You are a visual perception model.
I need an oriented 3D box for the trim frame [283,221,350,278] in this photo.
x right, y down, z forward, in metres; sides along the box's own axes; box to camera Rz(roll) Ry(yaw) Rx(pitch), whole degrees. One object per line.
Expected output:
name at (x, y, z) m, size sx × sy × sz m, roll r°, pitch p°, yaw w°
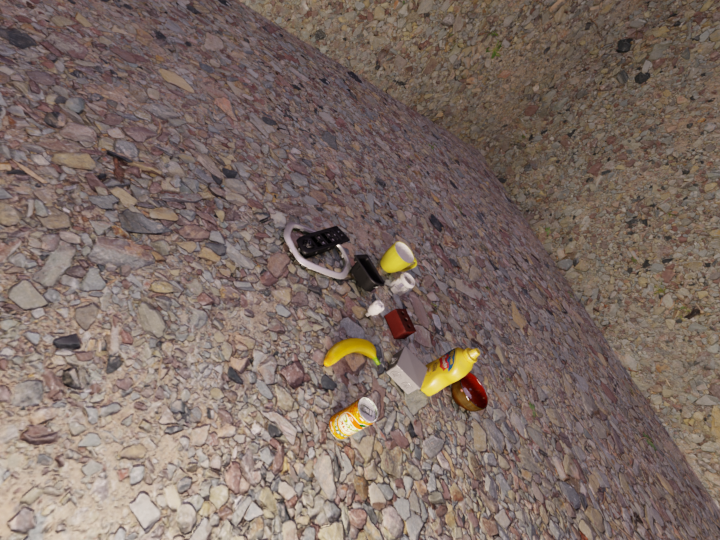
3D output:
trim frame at (-0.125, -0.061, 1.252) m, size 0.236 × 0.028 × 0.191 m, roll 20°, pitch 41°, yaw -32°

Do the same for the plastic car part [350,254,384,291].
plastic car part at (0.012, 0.016, 1.272) m, size 0.063 × 0.072 × 0.121 m, roll -2°, pitch 56°, yaw -48°

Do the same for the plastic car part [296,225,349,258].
plastic car part at (-0.121, -0.079, 1.240) m, size 0.068 × 0.068 × 0.196 m, roll 54°, pitch 35°, yaw 11°
